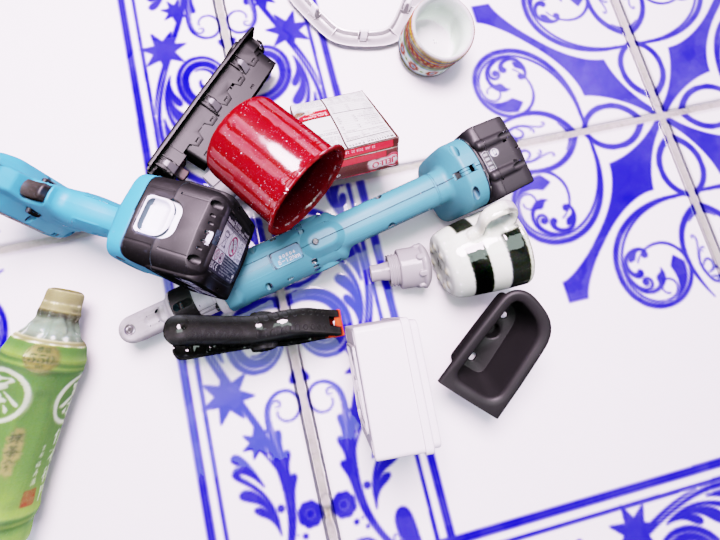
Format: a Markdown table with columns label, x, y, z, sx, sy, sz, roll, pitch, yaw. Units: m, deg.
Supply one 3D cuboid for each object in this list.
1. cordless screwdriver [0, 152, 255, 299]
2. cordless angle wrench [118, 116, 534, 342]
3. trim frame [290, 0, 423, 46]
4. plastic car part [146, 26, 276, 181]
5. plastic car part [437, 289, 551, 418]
| label | x | y | z | sx | sy | sz | roll | pitch | yaw |
| --- | --- | --- | --- | --- | --- | --- | --- | --- | --- |
| cordless screwdriver | -0.223 | -0.053 | 0.351 | 0.256 | 0.154 | 0.075 | 15 | 75 | 14 |
| cordless angle wrench | -0.042 | -0.027 | 0.425 | 0.421 | 0.098 | 0.075 | -25 | 88 | -4 |
| trim frame | 0.009 | -0.389 | 0.526 | 0.184 | 0.027 | 0.250 | 18 | 77 | -1 |
| plastic car part | -0.153 | -0.175 | 0.459 | 0.066 | 0.067 | 0.203 | 28 | 79 | -11 |
| plastic car part | 0.132 | 0.071 | 0.423 | 0.066 | 0.071 | 0.116 | 32 | 95 | -1 |
